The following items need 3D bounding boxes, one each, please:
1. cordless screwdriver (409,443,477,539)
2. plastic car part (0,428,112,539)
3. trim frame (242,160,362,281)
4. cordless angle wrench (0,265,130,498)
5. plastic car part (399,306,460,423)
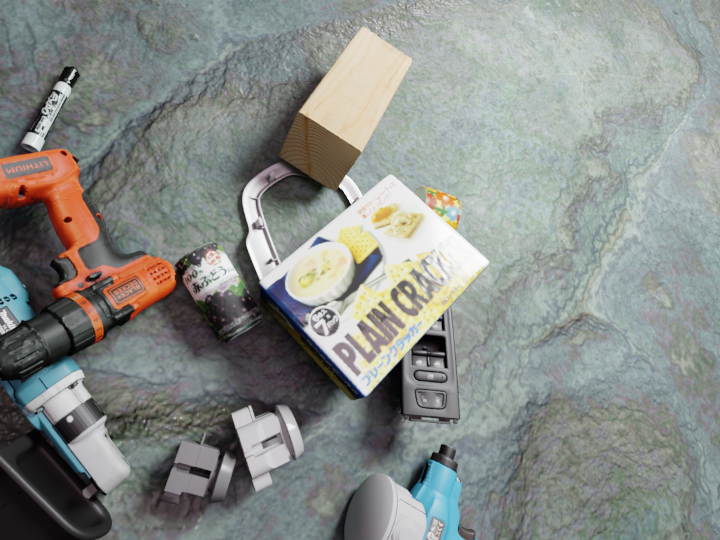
[{"bbox_3d":[0.156,0.322,0.465,0.248,0.074,0.159,30,65,-3],"label":"cordless screwdriver"},{"bbox_3d":[-0.286,0.212,0.367,0.070,0.066,0.116,-40,92,-11],"label":"plastic car part"},{"bbox_3d":[-0.053,-0.035,0.546,0.179,0.028,0.252,-19,80,-22],"label":"trim frame"},{"bbox_3d":[-0.354,0.031,0.400,0.096,0.075,0.424,-38,89,-27],"label":"cordless angle wrench"},{"bbox_3d":[0.079,0.079,0.523,0.067,0.065,0.207,2,66,1],"label":"plastic car part"}]
